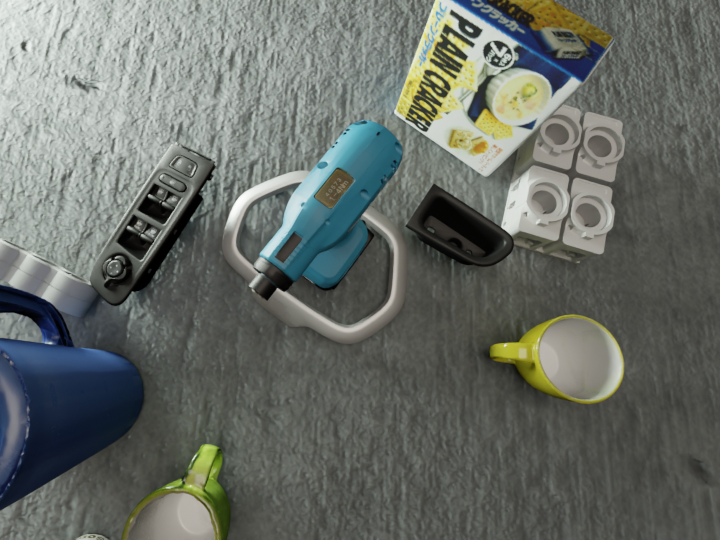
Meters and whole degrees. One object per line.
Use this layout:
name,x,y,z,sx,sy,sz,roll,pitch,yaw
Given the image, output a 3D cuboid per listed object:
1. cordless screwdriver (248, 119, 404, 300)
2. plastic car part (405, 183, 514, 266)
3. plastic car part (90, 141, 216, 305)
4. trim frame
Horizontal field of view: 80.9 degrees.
cordless screwdriver,-0.041,-0.027,0.420,0.075,0.247,0.159,37,78,1
plastic car part,0.115,-0.041,0.518,0.118,0.070,0.066,34,78,5
plastic car part,-0.250,-0.053,0.514,0.067,0.066,0.203,29,77,2
trim frame,-0.056,-0.021,0.531,0.252,0.027,0.184,34,78,7
